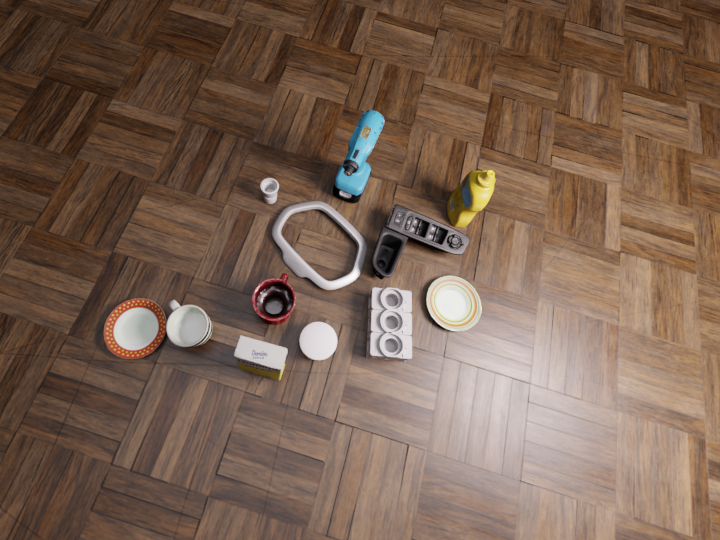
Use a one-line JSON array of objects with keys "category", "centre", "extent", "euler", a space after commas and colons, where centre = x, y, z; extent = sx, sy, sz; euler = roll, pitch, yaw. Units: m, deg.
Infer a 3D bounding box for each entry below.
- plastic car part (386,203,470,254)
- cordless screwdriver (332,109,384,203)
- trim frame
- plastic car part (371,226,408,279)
[{"category": "plastic car part", "centre": [0.161, -0.088, 1.029], "extent": [0.204, 0.066, 0.067], "euler": [21, 69, 3]}, {"category": "cordless screwdriver", "centre": [-0.015, -0.233, 0.975], "extent": [0.074, 0.246, 0.160], "euler": [23, 69, -1]}, {"category": "trim frame", "centre": [-0.100, -0.065, 1.019], "extent": [0.182, 0.027, 0.254], "euler": [-42, 77, -18]}, {"category": "plastic car part", "centre": [0.057, -0.030, 0.995], "extent": [0.066, 0.070, 0.117], "euler": [22, 68, 1]}]
